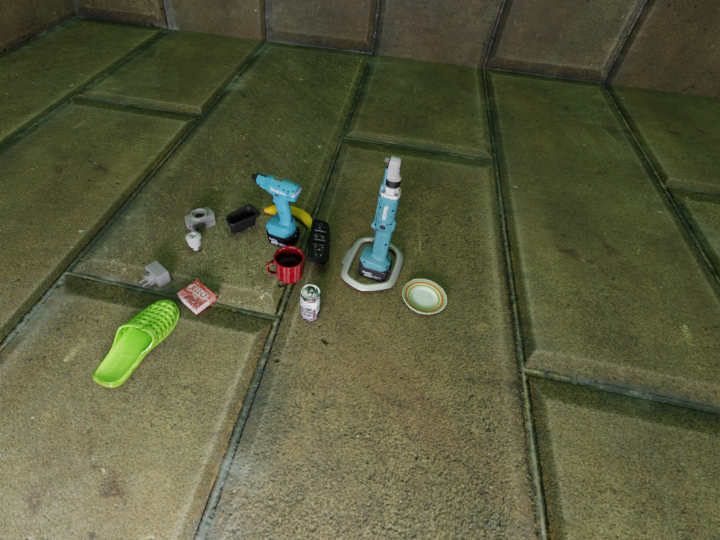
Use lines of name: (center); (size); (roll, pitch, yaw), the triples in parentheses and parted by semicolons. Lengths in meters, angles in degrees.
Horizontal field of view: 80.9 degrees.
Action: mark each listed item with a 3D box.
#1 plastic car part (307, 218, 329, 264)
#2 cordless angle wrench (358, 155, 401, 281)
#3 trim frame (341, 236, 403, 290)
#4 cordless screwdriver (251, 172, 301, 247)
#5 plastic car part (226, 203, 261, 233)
plastic car part: (-0.133, -0.087, 1.363); (0.066, 0.065, 0.209); (2, 47, -4)
cordless angle wrench: (0.067, -0.136, 1.182); (0.100, 0.412, 0.075); (19, 47, 9)
trim frame: (0.035, -0.025, 1.339); (0.188, 0.027, 0.250); (15, 48, 10)
cordless screwdriver: (-0.266, -0.192, 1.333); (0.164, 0.242, 0.074); (24, 48, 15)
plastic car part: (-0.397, -0.163, 1.418); (0.114, 0.069, 0.069); (-34, 58, -31)
